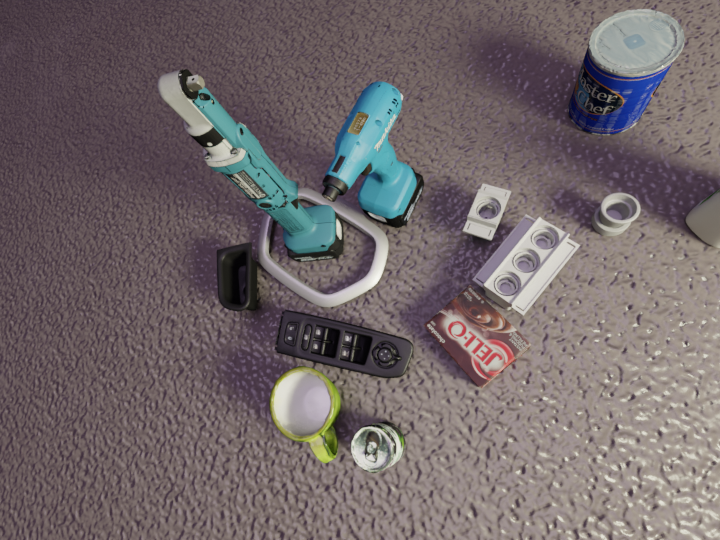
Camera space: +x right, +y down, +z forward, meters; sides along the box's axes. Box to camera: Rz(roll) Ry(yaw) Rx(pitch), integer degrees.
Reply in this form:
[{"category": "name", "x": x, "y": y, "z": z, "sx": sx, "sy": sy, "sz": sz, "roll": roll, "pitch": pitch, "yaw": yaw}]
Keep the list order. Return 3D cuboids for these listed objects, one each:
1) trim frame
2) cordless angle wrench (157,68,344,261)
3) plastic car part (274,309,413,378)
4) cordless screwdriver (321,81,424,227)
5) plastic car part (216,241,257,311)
[{"category": "trim frame", "x": -0.071, "y": -0.046, "z": 0.726, "sx": 0.260, "sy": 0.026, "sz": 0.184, "roll": 31, "pitch": 83, "yaw": 25}, {"category": "cordless angle wrench", "x": -0.121, "y": -0.109, "z": 0.555, "sx": 0.100, "sy": 0.405, "sz": 0.076, "roll": -5, "pitch": 72, "yaw": 13}, {"category": "plastic car part", "x": -0.023, "y": 0.114, "z": 0.633, "sx": 0.210, "sy": 0.064, "sz": 0.067, "roll": 9, "pitch": 75, "yaw": 21}, {"category": "cordless screwdriver", "x": 0.020, "y": -0.129, "z": 0.607, "sx": 0.077, "sy": 0.238, "sz": 0.159, "roll": 24, "pitch": 81, "yaw": 20}, {"category": "plastic car part", "x": -0.202, "y": 0.021, "z": 0.724, "sx": 0.067, "sy": 0.068, "sz": 0.119, "roll": -13, "pitch": 68, "yaw": 12}]
